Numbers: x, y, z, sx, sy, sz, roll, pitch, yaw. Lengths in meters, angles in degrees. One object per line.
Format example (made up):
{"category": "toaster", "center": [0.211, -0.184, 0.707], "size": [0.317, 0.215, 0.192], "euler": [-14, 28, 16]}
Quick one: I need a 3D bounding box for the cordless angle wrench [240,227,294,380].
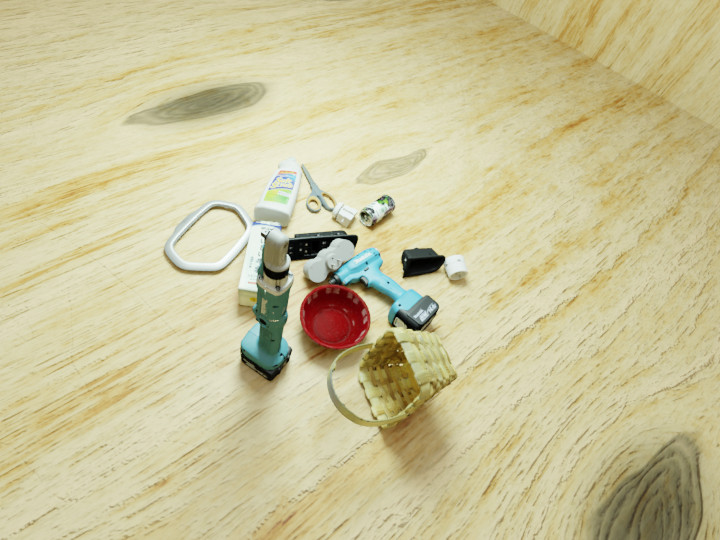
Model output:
{"category": "cordless angle wrench", "center": [-0.158, 0.071, 0.746], "size": [0.100, 0.416, 0.074], "euler": [33, 53, 9]}

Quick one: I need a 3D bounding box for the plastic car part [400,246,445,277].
{"category": "plastic car part", "center": [0.155, -0.032, 1.116], "size": [0.113, 0.064, 0.075], "euler": [-9, 42, -22]}

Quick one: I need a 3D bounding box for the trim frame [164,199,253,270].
{"category": "trim frame", "center": [-0.383, -0.092, 1.082], "size": [0.187, 0.027, 0.249], "euler": [25, 54, 8]}

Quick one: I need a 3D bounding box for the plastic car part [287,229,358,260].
{"category": "plastic car part", "center": [-0.107, -0.070, 1.097], "size": [0.199, 0.065, 0.070], "euler": [-4, 29, -12]}

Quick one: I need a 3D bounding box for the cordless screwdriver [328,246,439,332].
{"category": "cordless screwdriver", "center": [0.051, 0.059, 1.016], "size": [0.156, 0.072, 0.260], "euler": [-32, 61, -29]}
